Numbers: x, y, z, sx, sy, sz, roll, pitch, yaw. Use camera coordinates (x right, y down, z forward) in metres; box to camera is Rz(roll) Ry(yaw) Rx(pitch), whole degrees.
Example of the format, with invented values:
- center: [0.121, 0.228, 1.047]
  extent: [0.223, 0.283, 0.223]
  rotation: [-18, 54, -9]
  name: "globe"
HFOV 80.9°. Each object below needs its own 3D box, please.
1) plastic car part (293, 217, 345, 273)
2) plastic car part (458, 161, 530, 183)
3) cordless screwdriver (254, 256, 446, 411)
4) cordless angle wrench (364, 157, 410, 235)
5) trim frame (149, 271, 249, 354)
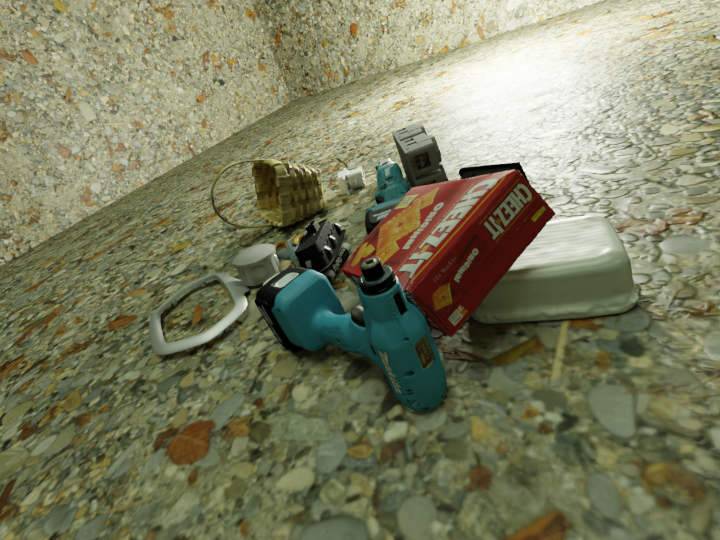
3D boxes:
- center: [-0.069, -0.045, 0.709]
  extent: [0.067, 0.065, 0.206]
  rotation: [-17, 23, 10]
  name: "plastic car part"
- center: [0.201, -0.129, 0.686]
  extent: [0.122, 0.063, 0.071]
  rotation: [9, 55, 50]
  name: "plastic car part"
- center: [-0.030, 0.043, 0.463]
  extent: [0.073, 0.153, 0.262]
  rotation: [-38, 29, -28]
  name: "cordless screwdriver"
- center: [0.061, -0.152, 0.816]
  extent: [0.099, 0.072, 0.432]
  rotation: [-18, 27, 10]
  name: "cordless angle wrench"
- center: [-0.285, 0.068, 0.746]
  extent: [0.182, 0.026, 0.261]
  rotation: [-34, 28, -16]
  name: "trim frame"
